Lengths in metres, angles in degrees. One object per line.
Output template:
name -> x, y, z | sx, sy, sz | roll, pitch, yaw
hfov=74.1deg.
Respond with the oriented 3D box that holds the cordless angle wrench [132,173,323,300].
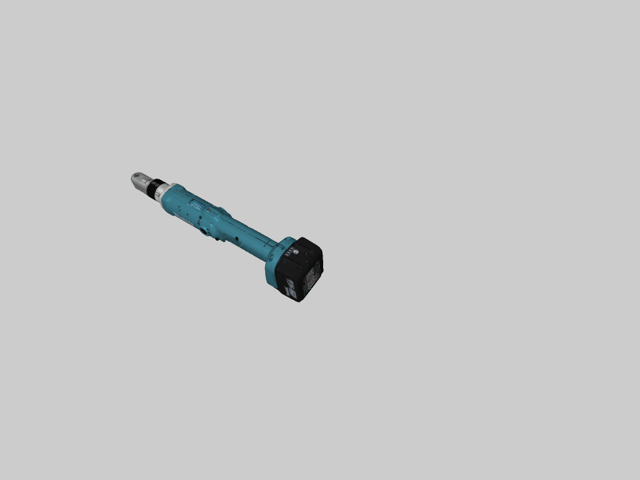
cordless angle wrench -> -0.190, -0.031, 0.763 | 0.423, 0.074, 0.098 | 28, -30, 20
